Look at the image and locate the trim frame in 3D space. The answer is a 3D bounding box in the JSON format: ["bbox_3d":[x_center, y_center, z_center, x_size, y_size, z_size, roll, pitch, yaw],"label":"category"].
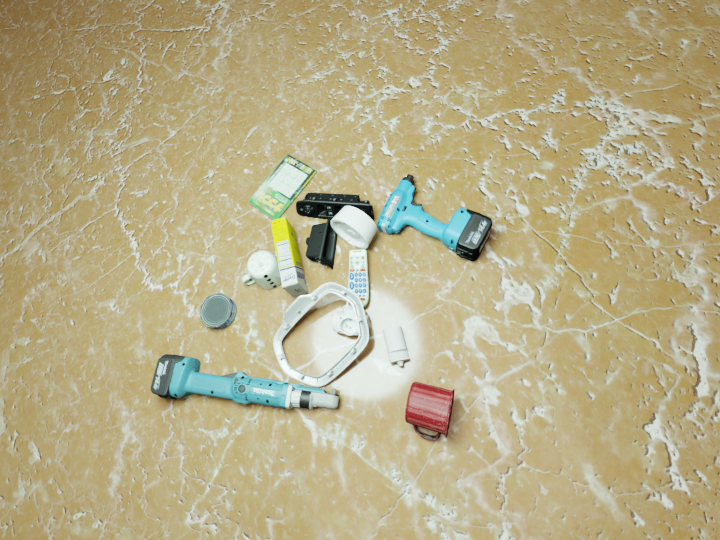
[{"bbox_3d":[-0.093,0.142,0.938,0.249,0.026,0.191,-46,70,14],"label":"trim frame"}]

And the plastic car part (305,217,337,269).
[{"bbox_3d":[-0.102,-0.067,1.043,0.073,0.062,0.119,-6,65,25],"label":"plastic car part"}]

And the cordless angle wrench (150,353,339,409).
[{"bbox_3d":[-0.257,0.263,0.944,0.433,0.071,0.099,5,71,13],"label":"cordless angle wrench"}]

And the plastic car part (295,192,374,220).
[{"bbox_3d":[-0.067,-0.166,1.068,0.208,0.063,0.068,3,61,14],"label":"plastic car part"}]

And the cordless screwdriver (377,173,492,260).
[{"bbox_3d":[0.178,-0.130,0.990,0.260,0.071,0.159,22,75,24],"label":"cordless screwdriver"}]
